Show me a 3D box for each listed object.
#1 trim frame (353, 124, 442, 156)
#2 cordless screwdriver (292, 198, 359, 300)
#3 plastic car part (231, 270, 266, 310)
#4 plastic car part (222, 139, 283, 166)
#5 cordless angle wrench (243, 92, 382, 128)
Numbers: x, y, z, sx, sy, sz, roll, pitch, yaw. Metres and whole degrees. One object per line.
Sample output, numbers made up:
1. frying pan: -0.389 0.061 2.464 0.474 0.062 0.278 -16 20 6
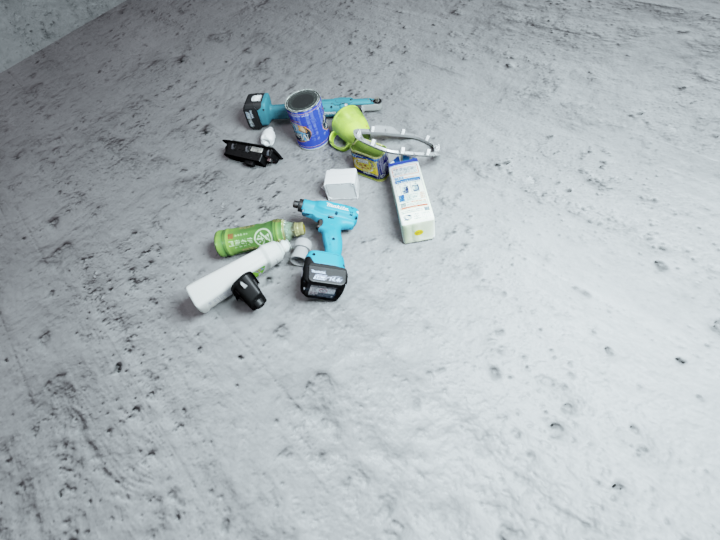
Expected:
1. trim frame: 0.099 -0.334 1.085 0.240 0.027 0.194 -5 36 -23
2. cordless screwdriver: -0.094 -0.062 0.962 0.158 0.073 0.254 11 54 -5
3. plastic car part: -0.239 0.054 0.933 0.065 0.115 0.072 -39 81 -15
4. plastic car part: -0.332 -0.346 1.262 0.212 0.063 0.067 22 89 25
5. cordless angle wrench: -0.147 -0.499 1.303 0.431 0.094 0.076 2 57 11
